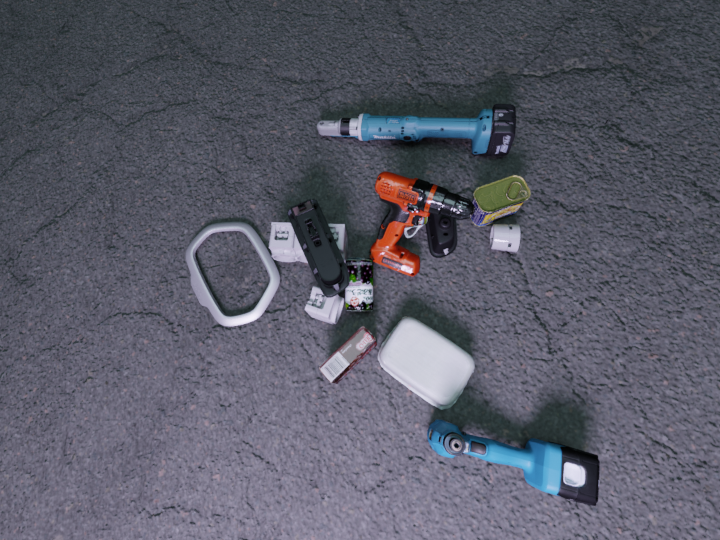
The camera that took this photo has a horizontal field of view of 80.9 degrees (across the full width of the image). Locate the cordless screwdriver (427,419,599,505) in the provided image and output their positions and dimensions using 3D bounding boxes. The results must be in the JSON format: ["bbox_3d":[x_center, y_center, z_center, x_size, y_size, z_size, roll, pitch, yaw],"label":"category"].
[{"bbox_3d":[0.238,0.294,0.668,0.253,0.155,0.075,12,74,9],"label":"cordless screwdriver"}]

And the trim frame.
[{"bbox_3d":[-0.281,0.001,0.916,0.183,0.027,0.257,-33,71,-4],"label":"trim frame"}]

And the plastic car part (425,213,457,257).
[{"bbox_3d":[0.167,-0.091,0.857,0.067,0.068,0.119,-4,68,6],"label":"plastic car part"}]

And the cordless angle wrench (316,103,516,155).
[{"bbox_3d":[0.108,-0.313,0.934,0.433,0.094,0.075,6,70,14],"label":"cordless angle wrench"}]

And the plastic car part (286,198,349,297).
[{"bbox_3d":[-0.077,-0.051,0.792,0.066,0.066,0.209,-21,72,-8],"label":"plastic car part"}]
